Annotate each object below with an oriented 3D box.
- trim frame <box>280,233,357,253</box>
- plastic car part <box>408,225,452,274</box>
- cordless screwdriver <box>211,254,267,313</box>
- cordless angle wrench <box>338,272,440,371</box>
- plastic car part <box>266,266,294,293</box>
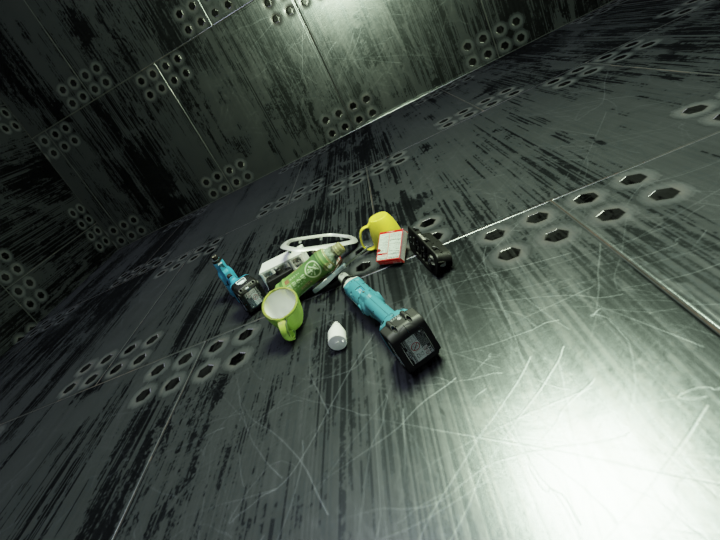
[{"bbox_3d":[-0.129,-0.084,1.317,0.241,0.027,0.193,-9,17,-24],"label":"trim frame"},{"bbox_3d":[0.170,-0.049,1.027,0.066,0.065,0.209,-3,24,-6],"label":"plastic car part"},{"bbox_3d":[-0.388,0.035,1.322,0.073,0.153,0.262,-38,28,-21],"label":"cordless screwdriver"},{"bbox_3d":[0.024,0.073,0.920,0.074,0.094,0.440,-35,23,-7],"label":"cordless angle wrench"},{"bbox_3d":[-0.240,0.027,1.282,0.117,0.068,0.068,-32,25,1],"label":"plastic car part"}]
